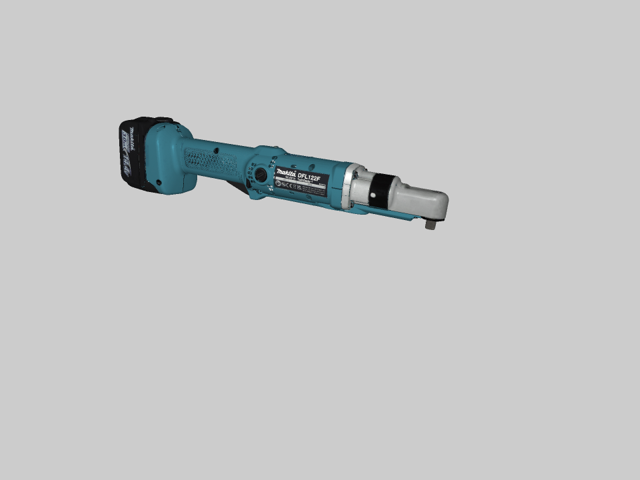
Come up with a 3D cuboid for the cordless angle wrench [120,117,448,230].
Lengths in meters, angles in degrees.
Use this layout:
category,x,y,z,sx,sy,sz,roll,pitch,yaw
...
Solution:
category,x,y,z,sx,sy,sz,roll,pitch,yaw
cordless angle wrench,-0.060,-0.080,0.516,0.423,0.098,0.074,13,19,21
